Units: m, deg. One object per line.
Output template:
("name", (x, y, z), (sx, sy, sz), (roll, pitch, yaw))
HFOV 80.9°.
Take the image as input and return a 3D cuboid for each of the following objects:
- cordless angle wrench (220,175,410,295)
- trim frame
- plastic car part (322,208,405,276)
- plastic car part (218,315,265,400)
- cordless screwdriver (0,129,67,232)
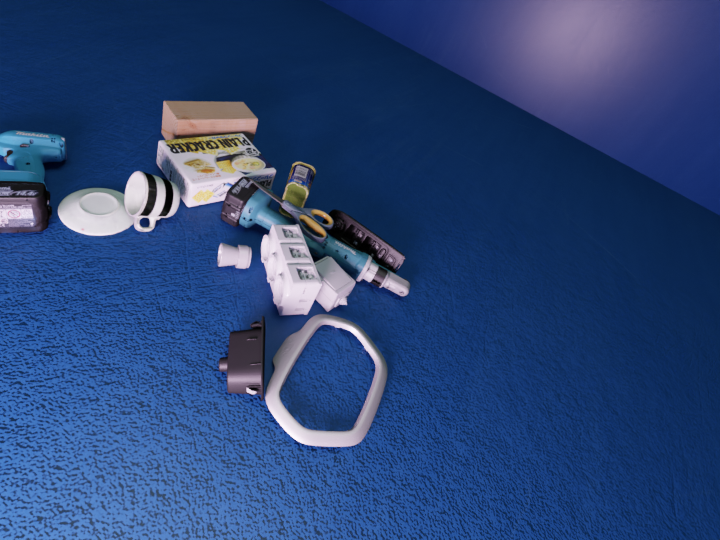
("cordless angle wrench", (-0.086, -0.057, 0.884), (0.424, 0.074, 0.098), (29, 41, 1))
("trim frame", (-0.051, 0.170, 0.690), (0.186, 0.027, 0.248), (28, 42, 3))
("plastic car part", (0.008, -0.071, 0.948), (0.208, 0.066, 0.066), (35, 31, 12))
("plastic car part", (-0.179, 0.136, 0.645), (0.070, 0.064, 0.120), (1, 48, -6))
("cordless screwdriver", (-0.621, -0.172, 0.746), (0.153, 0.073, 0.261), (-1, 43, -27))
